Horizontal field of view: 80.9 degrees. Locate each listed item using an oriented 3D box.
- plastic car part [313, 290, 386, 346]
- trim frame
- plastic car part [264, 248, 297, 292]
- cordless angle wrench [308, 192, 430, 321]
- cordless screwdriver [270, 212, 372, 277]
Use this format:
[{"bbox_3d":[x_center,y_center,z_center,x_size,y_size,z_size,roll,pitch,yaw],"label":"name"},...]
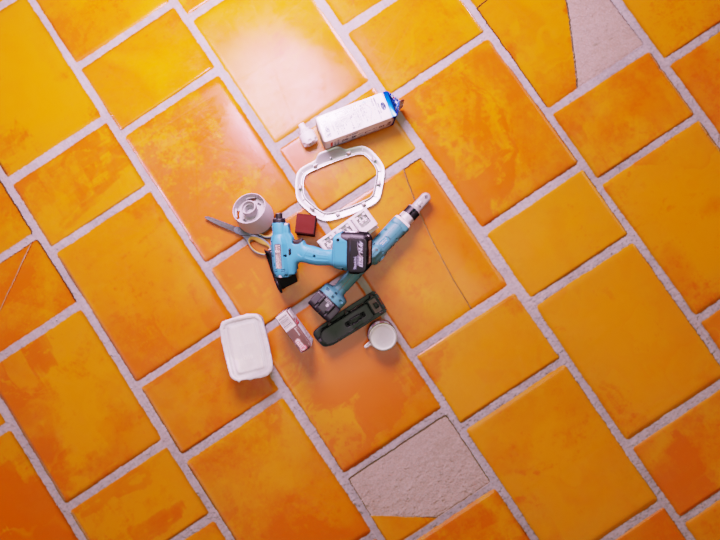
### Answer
[{"bbox_3d":[-0.028,0.136,1.104,0.203,0.068,0.066,-32,97,2],"label":"plastic car part"},{"bbox_3d":[-0.055,-0.238,1.135,0.249,0.027,0.185,-20,86,2],"label":"trim frame"},{"bbox_3d":[-0.201,-0.009,1.112,0.070,0.068,0.114,-23,106,-15],"label":"plastic car part"},{"bbox_3d":[0.035,-0.046,1.095,0.075,0.097,0.422,43,86,2],"label":"cordless angle wrench"},{"bbox_3d":[-0.099,-0.065,1.016,0.256,0.073,0.158,-1,97,17],"label":"cordless screwdriver"}]
